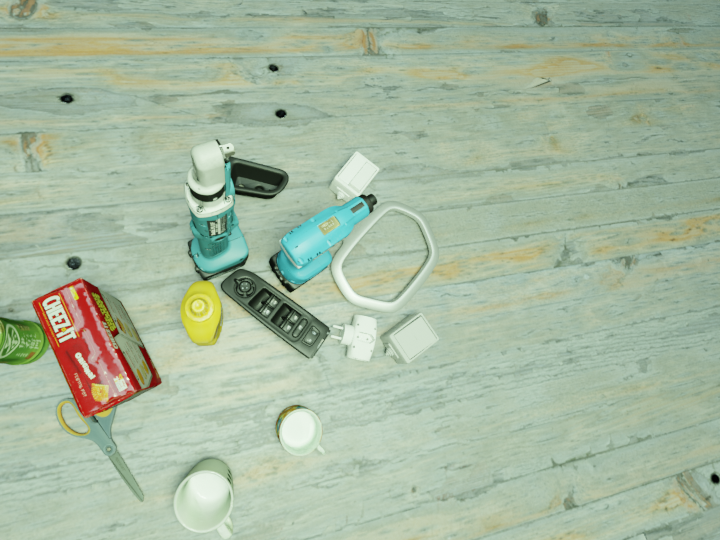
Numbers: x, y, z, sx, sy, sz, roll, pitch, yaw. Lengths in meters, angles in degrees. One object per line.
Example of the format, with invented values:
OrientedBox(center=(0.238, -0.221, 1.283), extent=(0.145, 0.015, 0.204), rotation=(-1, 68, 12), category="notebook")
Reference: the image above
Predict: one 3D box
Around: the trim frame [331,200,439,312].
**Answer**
OrientedBox(center=(0.052, -0.031, 0.840), extent=(0.185, 0.027, 0.247), rotation=(41, 71, 1), category="trim frame")

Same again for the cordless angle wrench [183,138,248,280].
OrientedBox(center=(-0.204, -0.068, 0.588), extent=(0.096, 0.426, 0.075), rotation=(-24, 86, -20), category="cordless angle wrench")

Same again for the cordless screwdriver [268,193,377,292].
OrientedBox(center=(-0.069, -0.045, 0.702), extent=(0.157, 0.251, 0.075), rotation=(-35, 90, -20), category="cordless screwdriver")

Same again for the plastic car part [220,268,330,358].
OrientedBox(center=(-0.154, 0.072, 0.749), extent=(0.203, 0.067, 0.066), rotation=(37, 71, -1), category="plastic car part")

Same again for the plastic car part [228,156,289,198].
OrientedBox(center=(-0.199, -0.163, 0.801), extent=(0.115, 0.071, 0.067), rotation=(12, 74, -10), category="plastic car part")
